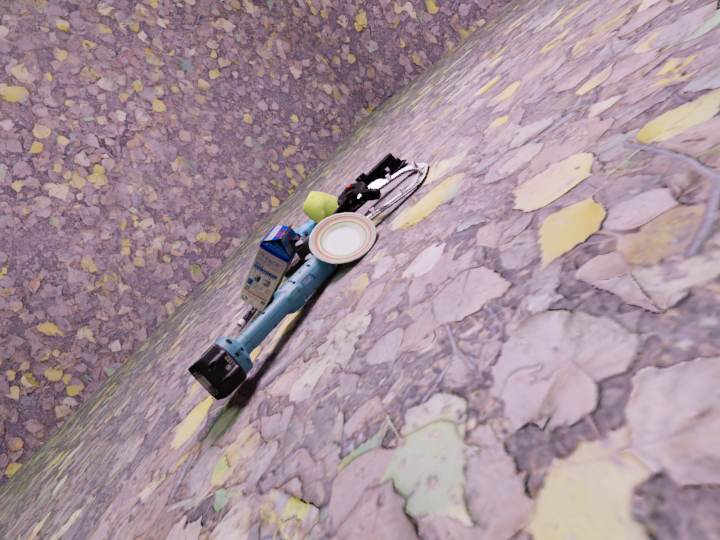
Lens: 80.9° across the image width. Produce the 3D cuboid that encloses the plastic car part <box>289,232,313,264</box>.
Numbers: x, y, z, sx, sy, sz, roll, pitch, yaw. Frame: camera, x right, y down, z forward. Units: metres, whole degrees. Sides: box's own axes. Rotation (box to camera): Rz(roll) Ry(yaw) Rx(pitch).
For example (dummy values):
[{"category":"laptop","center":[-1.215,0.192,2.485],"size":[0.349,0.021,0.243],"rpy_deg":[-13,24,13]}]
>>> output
[{"category":"plastic car part","center":[-0.090,-0.059,0.918],"size":[0.072,0.067,0.113],"rpy_deg":[-38,-7,22]}]

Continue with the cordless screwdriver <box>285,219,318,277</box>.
[{"category":"cordless screwdriver","center":[-0.164,-0.082,1.169],"size":[0.160,0.073,0.252],"rpy_deg":[-40,14,11]}]

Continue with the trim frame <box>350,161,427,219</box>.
[{"category":"trim frame","center":[0.042,-0.168,0.941],"size":[0.249,0.026,0.190],"rpy_deg":[-37,22,5]}]

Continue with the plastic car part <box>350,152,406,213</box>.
[{"category":"plastic car part","center":[0.031,-0.240,1.128],"size":[0.204,0.066,0.067],"rpy_deg":[-38,8,9]}]

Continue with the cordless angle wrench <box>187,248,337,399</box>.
[{"category":"cordless angle wrench","center":[-0.129,0.049,0.783],"size":[0.419,0.074,0.100],"rpy_deg":[-48,7,-35]}]
